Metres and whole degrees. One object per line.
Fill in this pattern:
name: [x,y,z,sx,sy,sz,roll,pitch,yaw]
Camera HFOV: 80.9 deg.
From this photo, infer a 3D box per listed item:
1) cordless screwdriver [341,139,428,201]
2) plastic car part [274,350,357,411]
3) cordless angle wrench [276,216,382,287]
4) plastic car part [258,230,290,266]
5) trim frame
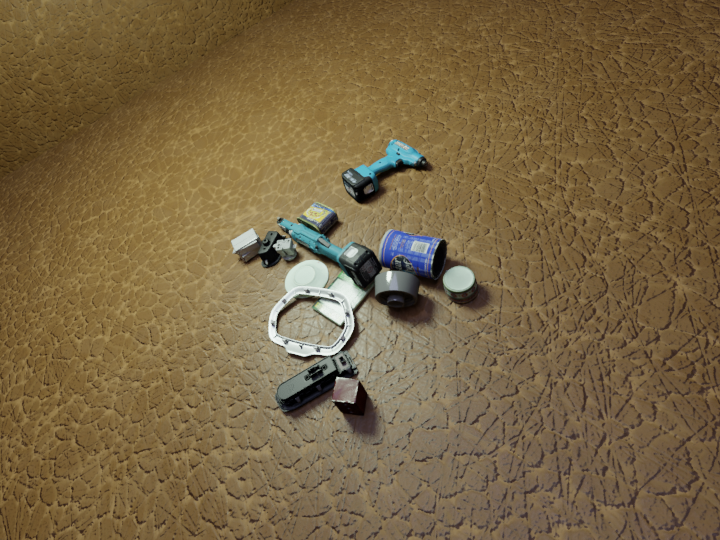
cordless screwdriver: [0.075,-0.308,1.316,0.247,0.071,0.168,-37,49,-12]
plastic car part: [-0.110,0.252,0.970,0.203,0.064,0.070,-32,56,0]
cordless angle wrench: [-0.118,-0.077,1.206,0.074,0.093,0.448,-45,43,-16]
plastic car part: [-0.272,-0.075,1.283,0.069,0.067,0.117,4,53,26]
trim frame: [-0.131,0.128,1.082,0.260,0.026,0.186,7,66,28]
